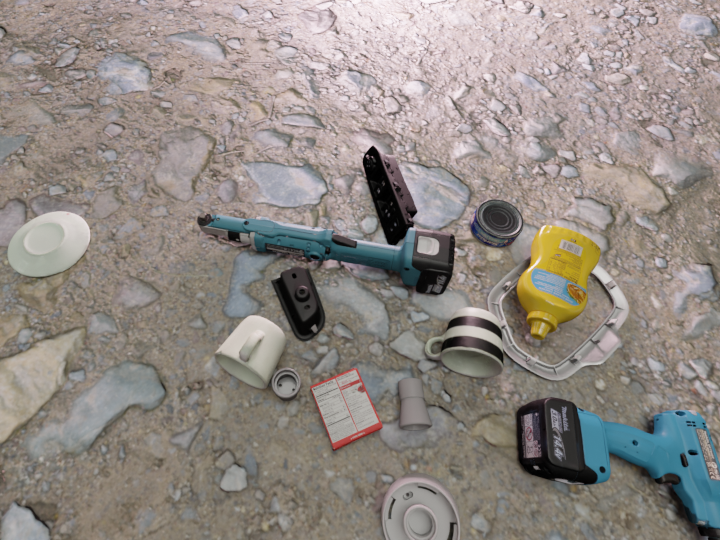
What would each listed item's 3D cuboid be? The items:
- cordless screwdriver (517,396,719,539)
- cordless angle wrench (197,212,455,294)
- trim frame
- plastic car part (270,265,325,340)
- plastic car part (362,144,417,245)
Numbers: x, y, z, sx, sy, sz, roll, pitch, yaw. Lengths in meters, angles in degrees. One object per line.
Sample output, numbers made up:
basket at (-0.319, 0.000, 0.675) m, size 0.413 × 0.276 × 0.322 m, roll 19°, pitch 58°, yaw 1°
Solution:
cordless screwdriver at (0.342, 0.255, 0.547) m, size 0.248 × 0.073 × 0.163 m, roll 7°, pitch 61°, yaw -3°
cordless angle wrench at (-0.068, -0.045, 0.698) m, size 0.430 × 0.095 × 0.075 m, roll 10°, pitch 61°, yaw 8°
trim frame at (0.320, 0.062, 0.680) m, size 0.244 × 0.027 × 0.191 m, roll -33°, pitch 68°, yaw -21°
plastic car part at (-0.092, 0.041, 0.653) m, size 0.065 × 0.069 × 0.121 m, roll -20°, pitch 61°, yaw -13°
plastic car part at (0.057, -0.146, 0.768) m, size 0.065 × 0.065 × 0.211 m, roll -9°, pitch 61°, yaw -21°
